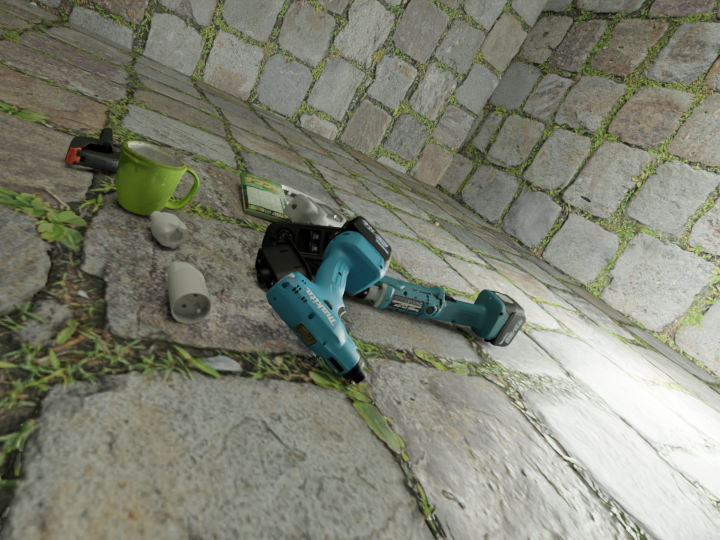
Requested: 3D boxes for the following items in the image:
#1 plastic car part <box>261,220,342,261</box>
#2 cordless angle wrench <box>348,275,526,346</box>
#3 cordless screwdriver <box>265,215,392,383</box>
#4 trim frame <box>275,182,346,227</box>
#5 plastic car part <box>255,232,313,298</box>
[{"bbox_3d":[-0.075,-0.049,0.762,0.201,0.066,0.068,7,0,-6],"label":"plastic car part"},{"bbox_3d":[0.121,0.058,0.793,0.407,0.097,0.078,14,23,-22],"label":"cordless angle wrench"},{"bbox_3d":[-0.018,0.030,0.600,0.158,0.076,0.247,48,33,-7],"label":"cordless screwdriver"},{"bbox_3d":[-0.143,-0.167,1.093,0.239,0.027,0.191,22,19,-21],"label":"trim frame"},{"bbox_3d":[-0.126,0.001,0.649,0.068,0.065,0.123,-3,37,-31],"label":"plastic car part"}]
